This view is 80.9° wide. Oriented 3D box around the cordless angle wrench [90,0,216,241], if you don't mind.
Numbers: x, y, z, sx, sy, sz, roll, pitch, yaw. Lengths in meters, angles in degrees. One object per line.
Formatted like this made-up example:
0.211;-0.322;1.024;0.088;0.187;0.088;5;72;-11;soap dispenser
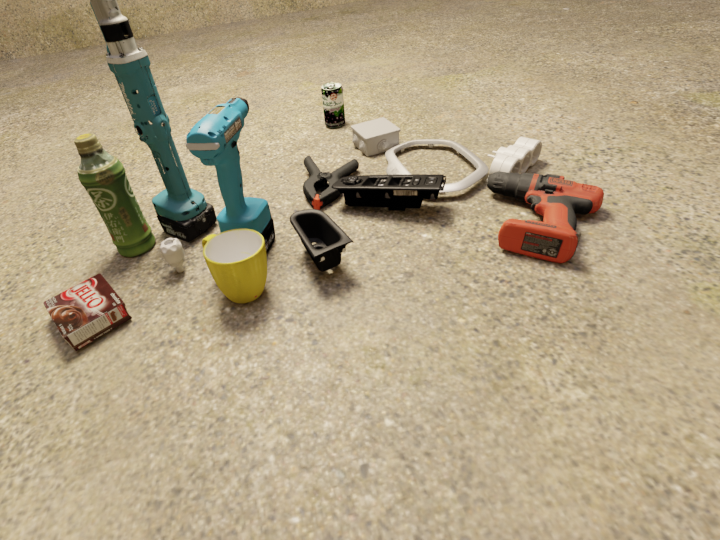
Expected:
-0.342;-0.239;0.693;0.103;0.407;0.073;19;45;27;cordless angle wrench

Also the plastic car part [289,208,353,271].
-0.066;-0.043;0.677;0.065;0.068;0.123;-22;42;-18;plastic car part

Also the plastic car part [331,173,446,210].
0.049;-0.145;0.779;0.210;0.064;0.067;8;42;18;plastic car part

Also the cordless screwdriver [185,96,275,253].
-0.196;-0.145;0.687;0.076;0.240;0.162;3;40;10;cordless screwdriver

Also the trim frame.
0.148;-0.221;0.879;0.182;0.026;0.260;-15;41;-7;trim frame
